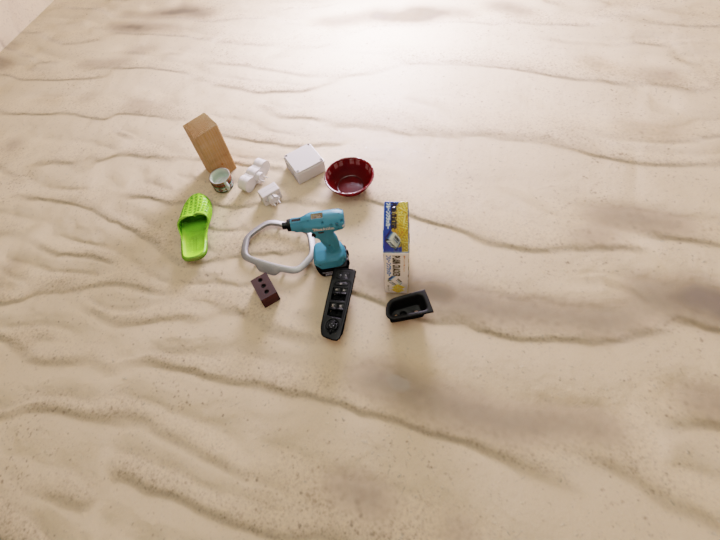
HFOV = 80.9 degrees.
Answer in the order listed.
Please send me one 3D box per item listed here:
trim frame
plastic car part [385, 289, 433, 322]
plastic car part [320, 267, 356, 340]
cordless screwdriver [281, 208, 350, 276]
[{"bbox_3d":[-0.251,-0.072,1.295,0.257,0.026,0.185,14,62,18],"label":"trim frame"},{"bbox_3d":[0.120,0.104,1.095,0.116,0.068,0.068,-15,58,0],"label":"plastic car part"},{"bbox_3d":[-0.060,0.095,1.135,0.068,0.064,0.206,6,60,12],"label":"plastic car part"},{"bbox_3d":[-0.112,-0.073,1.145,0.160,0.239,0.077,-6,59,3],"label":"cordless screwdriver"}]
